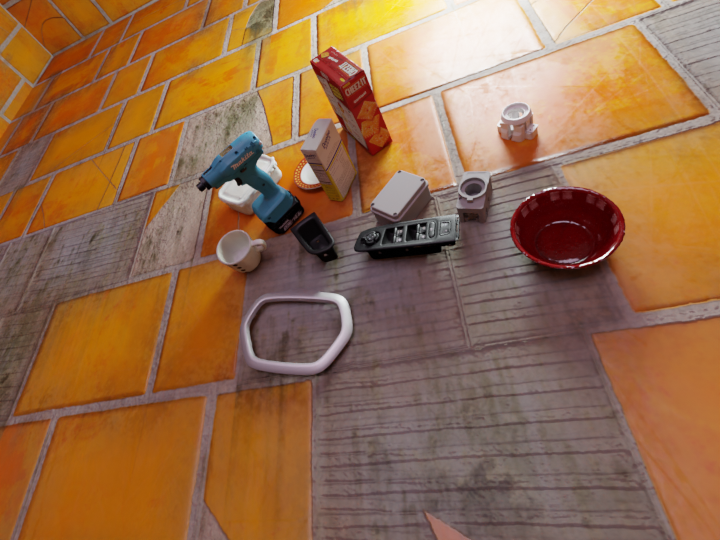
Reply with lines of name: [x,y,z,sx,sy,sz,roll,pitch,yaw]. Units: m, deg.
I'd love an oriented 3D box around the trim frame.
trim frame: [-0.132,0.113,0.835,0.258,0.026,0.187,-3,58,24]

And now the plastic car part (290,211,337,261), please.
plastic car part: [-0.088,-0.057,0.898,0.066,0.067,0.123,-37,51,-1]

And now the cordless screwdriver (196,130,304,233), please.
cordless screwdriver: [-0.239,-0.171,0.937,0.159,0.236,0.079,-43,52,-6]

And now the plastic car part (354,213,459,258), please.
plastic car part: [0.088,-0.058,0.815,0.210,0.063,0.067,-3,58,24]
